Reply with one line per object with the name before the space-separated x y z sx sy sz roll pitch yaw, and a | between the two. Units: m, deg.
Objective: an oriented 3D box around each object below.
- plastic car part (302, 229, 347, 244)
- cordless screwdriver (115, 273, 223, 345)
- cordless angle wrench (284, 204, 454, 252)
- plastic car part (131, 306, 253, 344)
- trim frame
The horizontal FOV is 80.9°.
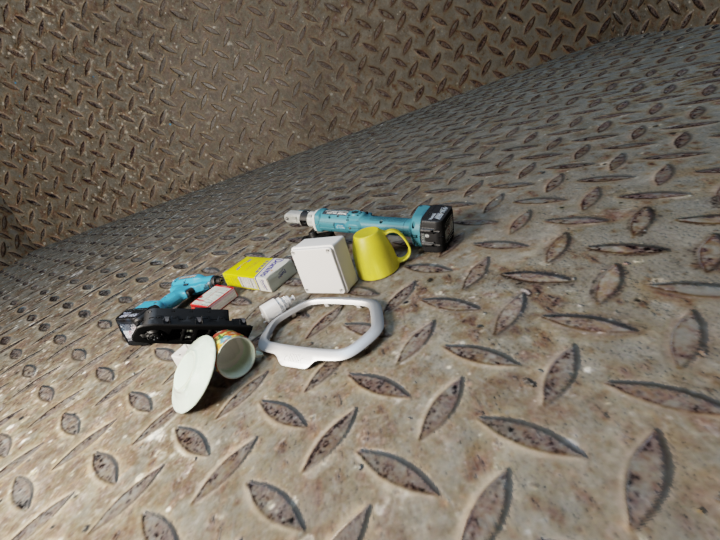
plastic car part | -0.104 -0.068 1.059 0.121 0.069 0.065 -4 26 27
cordless screwdriver | -0.456 0.081 1.036 0.164 0.072 0.248 -9 23 23
cordless angle wrench | -0.006 -0.113 0.984 0.443 0.072 0.097 8 34 31
plastic car part | -0.302 0.097 0.762 0.195 0.069 0.066 1 -32 -27
trim frame | -0.071 0.102 0.747 0.260 0.026 0.182 0 31 34
